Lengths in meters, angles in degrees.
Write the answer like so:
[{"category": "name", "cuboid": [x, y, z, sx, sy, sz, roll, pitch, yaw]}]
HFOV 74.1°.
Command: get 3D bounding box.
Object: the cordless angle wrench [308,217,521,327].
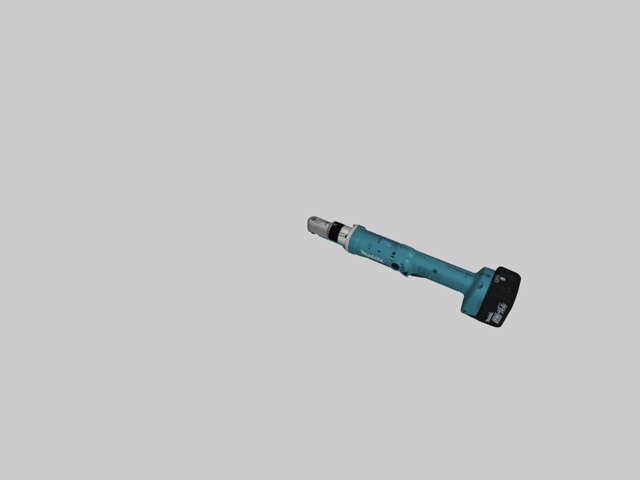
[{"category": "cordless angle wrench", "cuboid": [0.158, 0.036, 0.830, 0.423, 0.098, 0.074, 23, 50, 20]}]
